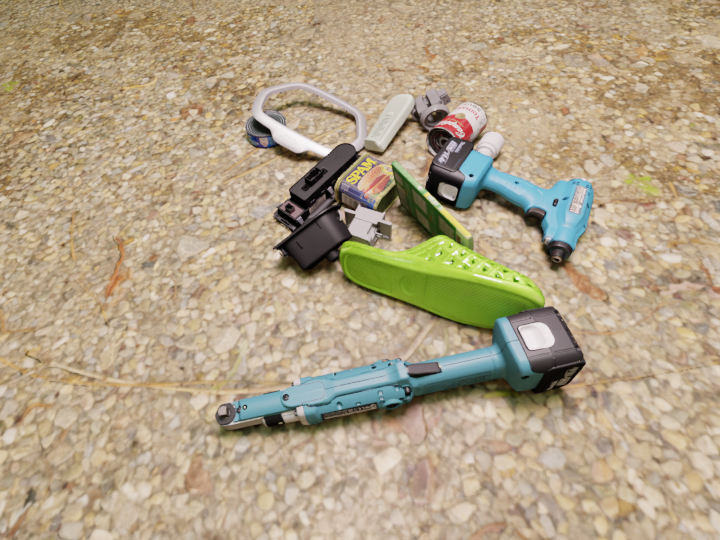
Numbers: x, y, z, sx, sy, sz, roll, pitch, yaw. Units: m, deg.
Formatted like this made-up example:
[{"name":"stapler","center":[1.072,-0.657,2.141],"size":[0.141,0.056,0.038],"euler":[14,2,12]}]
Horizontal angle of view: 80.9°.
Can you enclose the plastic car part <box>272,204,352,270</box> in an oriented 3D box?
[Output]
[{"name":"plastic car part","center":[-0.063,-0.041,0.647],"size":[0.117,0.064,0.072],"euler":[-33,83,11]}]

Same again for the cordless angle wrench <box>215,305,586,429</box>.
[{"name":"cordless angle wrench","center":[0.034,0.136,0.510],"size":[0.424,0.094,0.077],"euler":[-13,54,2]}]

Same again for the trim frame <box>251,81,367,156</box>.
[{"name":"trim frame","center":[-0.100,-0.306,0.854],"size":[0.253,0.027,0.184],"euler":[30,57,8]}]

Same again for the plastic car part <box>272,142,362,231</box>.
[{"name":"plastic car part","center":[-0.069,-0.159,0.744],"size":[0.070,0.064,0.201],"euler":[31,63,29]}]

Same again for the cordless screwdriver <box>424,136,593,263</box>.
[{"name":"cordless screwdriver","center":[0.227,-0.114,0.676],"size":[0.257,0.072,0.159],"euler":[24,59,17]}]
